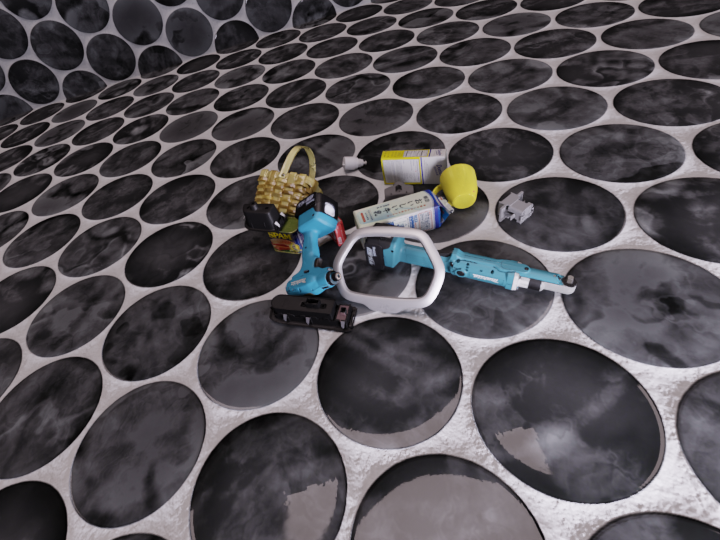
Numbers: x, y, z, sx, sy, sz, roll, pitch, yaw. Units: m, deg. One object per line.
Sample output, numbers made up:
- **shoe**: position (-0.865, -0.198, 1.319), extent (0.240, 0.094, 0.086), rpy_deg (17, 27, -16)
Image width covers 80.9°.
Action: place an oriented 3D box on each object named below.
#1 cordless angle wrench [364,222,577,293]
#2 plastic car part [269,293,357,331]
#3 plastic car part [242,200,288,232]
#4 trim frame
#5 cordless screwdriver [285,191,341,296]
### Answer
- **cordless angle wrench**: position (0.219, -0.015, 0.904), extent (0.441, 0.094, 0.074), rpy_deg (14, 51, 24)
- **plastic car part**: position (-0.115, 0.088, 0.927), extent (0.210, 0.064, 0.067), rpy_deg (1, 54, 22)
- **plastic car part**: position (-0.254, -0.142, 1.070), extent (0.120, 0.068, 0.066), rpy_deg (7, 48, 20)
- **trim frame**: position (0.054, -0.003, 0.904), extent (0.258, 0.026, 0.185), rpy_deg (3, 85, 25)
- **cordless screwdriver**: position (-0.096, -0.063, 0.978), extent (0.165, 0.070, 0.254), rpy_deg (-20, 56, 43)
